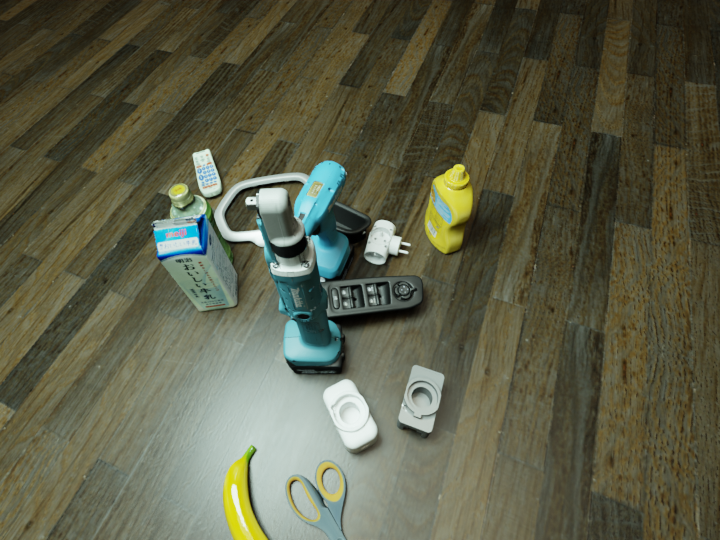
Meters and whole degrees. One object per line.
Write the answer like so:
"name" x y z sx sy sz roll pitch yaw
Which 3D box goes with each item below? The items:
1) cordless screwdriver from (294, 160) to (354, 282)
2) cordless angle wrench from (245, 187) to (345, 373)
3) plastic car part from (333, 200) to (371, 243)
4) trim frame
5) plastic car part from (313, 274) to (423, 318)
"cordless screwdriver" -0.070 -0.045 0.711 0.076 0.240 0.160 18 60 12
"cordless angle wrench" -0.076 0.037 0.558 0.098 0.409 0.076 0 58 1
"plastic car part" -0.037 -0.087 0.837 0.121 0.068 0.066 28 63 20
"trim frame" -0.193 -0.134 0.909 0.249 0.026 0.191 -9 57 0
"plastic car part" 0.011 0.053 0.744 0.203 0.065 0.069 -8 58 0
